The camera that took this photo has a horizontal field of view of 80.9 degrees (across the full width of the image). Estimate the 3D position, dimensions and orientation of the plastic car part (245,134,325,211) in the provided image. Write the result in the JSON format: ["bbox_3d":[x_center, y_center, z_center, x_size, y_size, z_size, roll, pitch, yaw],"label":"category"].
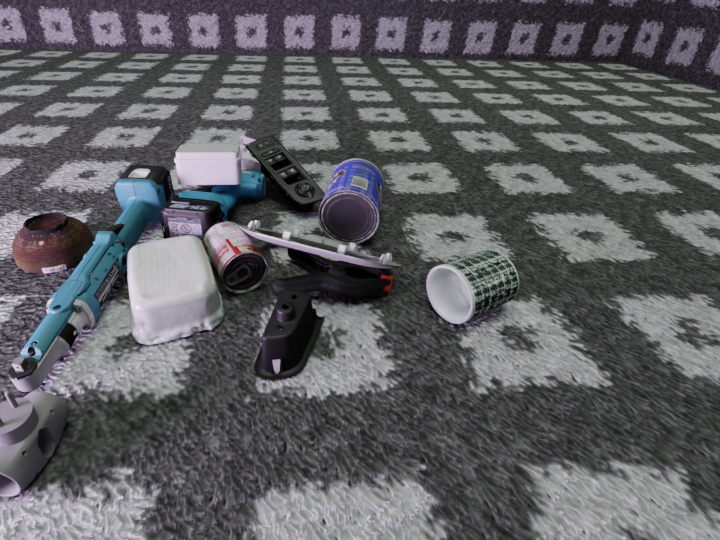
[{"bbox_3d":[-0.150,-0.184,0.836,0.064,0.066,0.213,-25,57,-33],"label":"plastic car part"}]

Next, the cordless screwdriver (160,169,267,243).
[{"bbox_3d":[-0.284,-0.129,0.774,0.162,0.072,0.251,7,32,7],"label":"cordless screwdriver"}]

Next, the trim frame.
[{"bbox_3d":[-0.062,-0.040,0.630,0.251,0.027,0.183,12,4,4],"label":"trim frame"}]

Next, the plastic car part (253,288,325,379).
[{"bbox_3d":[-0.087,0.066,0.508,0.067,0.069,0.118,8,32,7],"label":"plastic car part"}]

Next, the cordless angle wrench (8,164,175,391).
[{"bbox_3d":[-0.364,-0.017,0.605,0.074,0.095,0.437,1,39,-5],"label":"cordless angle wrench"}]
